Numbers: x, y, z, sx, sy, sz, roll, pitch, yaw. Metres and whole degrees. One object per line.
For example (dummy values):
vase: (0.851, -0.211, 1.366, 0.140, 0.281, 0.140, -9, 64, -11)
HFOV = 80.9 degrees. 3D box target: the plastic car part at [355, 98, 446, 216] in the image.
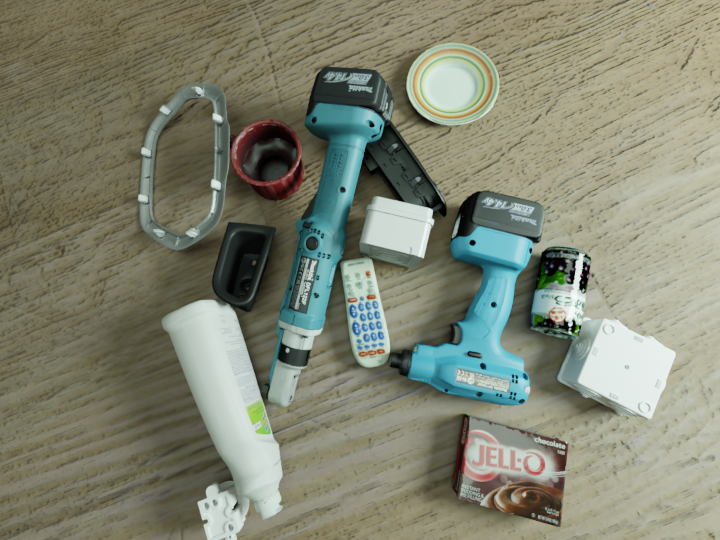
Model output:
plastic car part: (0.044, -0.149, 0.573, 0.067, 0.065, 0.208, -35, 77, -6)

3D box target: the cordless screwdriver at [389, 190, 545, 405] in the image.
cordless screwdriver: (0.133, 0.028, 0.527, 0.161, 0.073, 0.250, 10, 82, 7)

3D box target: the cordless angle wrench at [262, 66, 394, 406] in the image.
cordless angle wrench: (-0.052, -0.034, 0.533, 0.102, 0.071, 0.422, 14, 91, 21)

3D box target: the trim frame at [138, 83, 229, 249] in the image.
trim frame: (-0.250, -0.151, 0.595, 0.191, 0.026, 0.252, -8, 74, 26)

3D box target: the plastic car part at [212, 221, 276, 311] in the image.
plastic car part: (-0.152, 0.003, 0.559, 0.067, 0.069, 0.119, 6, 63, 4)
